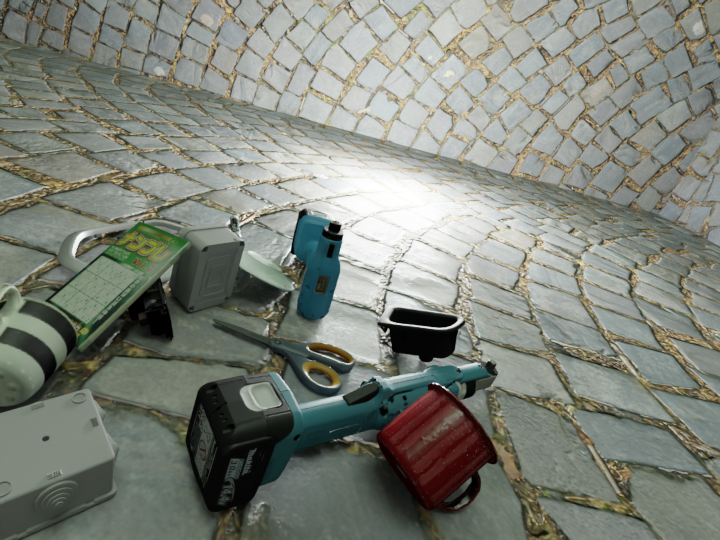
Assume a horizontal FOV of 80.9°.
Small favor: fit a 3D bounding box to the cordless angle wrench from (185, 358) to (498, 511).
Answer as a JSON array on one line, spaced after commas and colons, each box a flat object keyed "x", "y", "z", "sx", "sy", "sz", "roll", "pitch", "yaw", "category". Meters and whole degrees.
[{"x": 0.025, "y": 0.150, "z": 0.482, "sx": 0.403, "sy": 0.097, "sz": 0.079, "roll": 0, "pitch": 30, "yaw": -38, "category": "cordless angle wrench"}]

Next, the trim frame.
[{"x": -0.362, "y": -0.035, "z": 0.701, "sx": 0.194, "sy": 0.027, "sz": 0.239, "roll": 29, "pitch": 27, "yaw": 28, "category": "trim frame"}]

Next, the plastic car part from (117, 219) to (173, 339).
[{"x": -0.302, "y": 0.008, "z": 0.582, "sx": 0.066, "sy": 0.064, "sz": 0.214, "roll": -17, "pitch": 46, "yaw": -16, "category": "plastic car part"}]

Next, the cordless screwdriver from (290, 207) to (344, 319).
[{"x": -0.071, "y": -0.047, "z": 0.731, "sx": 0.073, "sy": 0.157, "sz": 0.257, "roll": 11, "pitch": 24, "yaw": -14, "category": "cordless screwdriver"}]

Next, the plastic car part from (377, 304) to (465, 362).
[{"x": 0.090, "y": 0.099, "z": 0.625, "sx": 0.121, "sy": 0.069, "sz": 0.065, "roll": 8, "pitch": 22, "yaw": 22, "category": "plastic car part"}]
